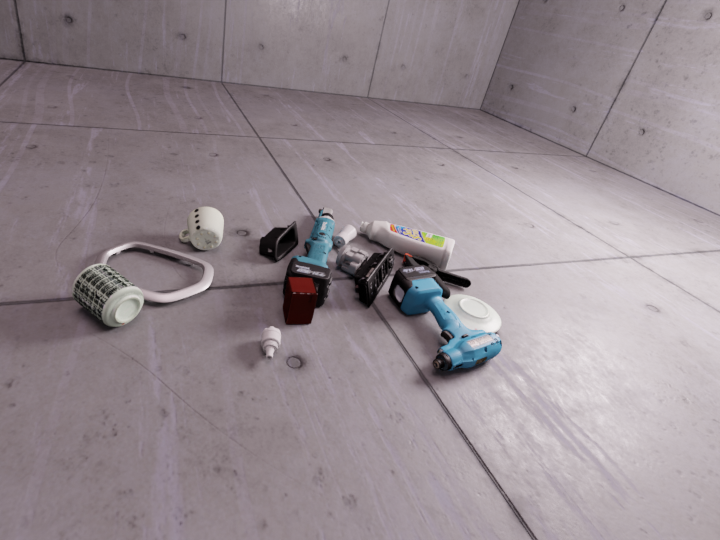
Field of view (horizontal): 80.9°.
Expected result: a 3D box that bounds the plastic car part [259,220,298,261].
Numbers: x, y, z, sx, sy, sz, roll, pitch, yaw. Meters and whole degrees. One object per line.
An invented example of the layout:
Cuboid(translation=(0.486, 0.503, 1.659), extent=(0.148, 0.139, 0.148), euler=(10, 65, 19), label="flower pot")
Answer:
Cuboid(translation=(-0.208, -0.072, 1.033), extent=(0.074, 0.064, 0.115), euler=(9, 32, 23), label="plastic car part")

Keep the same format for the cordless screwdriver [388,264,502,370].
Cuboid(translation=(0.146, 0.096, 0.863), extent=(0.153, 0.073, 0.263), euler=(-11, 42, -32), label="cordless screwdriver")

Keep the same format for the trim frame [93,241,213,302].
Cuboid(translation=(-0.428, -0.001, 0.876), extent=(0.252, 0.027, 0.185), euler=(14, 33, 7), label="trim frame")

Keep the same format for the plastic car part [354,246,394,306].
Cuboid(translation=(0.031, 0.007, 0.982), extent=(0.070, 0.064, 0.200), euler=(-1, 25, 29), label="plastic car part")

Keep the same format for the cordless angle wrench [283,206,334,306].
Cuboid(translation=(-0.102, -0.067, 1.045), extent=(0.098, 0.073, 0.431), euler=(11, 30, -3), label="cordless angle wrench")
